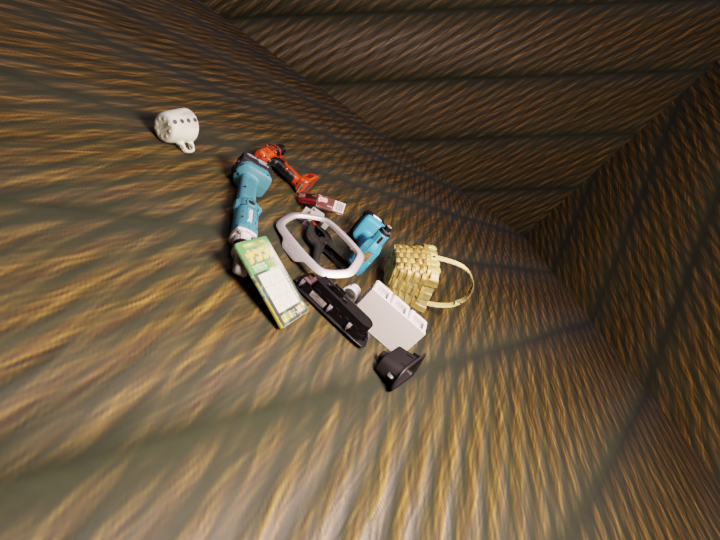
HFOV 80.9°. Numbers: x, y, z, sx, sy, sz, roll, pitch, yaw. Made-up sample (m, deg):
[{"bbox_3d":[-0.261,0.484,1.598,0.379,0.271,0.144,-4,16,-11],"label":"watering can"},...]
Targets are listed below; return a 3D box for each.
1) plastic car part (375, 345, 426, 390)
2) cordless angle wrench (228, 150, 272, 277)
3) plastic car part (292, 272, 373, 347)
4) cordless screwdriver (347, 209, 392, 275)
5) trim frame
[{"bbox_3d":[0.073,0.194,0.876,0.074,0.065,0.111,36,24,28],"label":"plastic car part"},{"bbox_3d":[-0.257,-0.134,0.955,0.094,0.075,0.439,26,31,-28],"label":"cordless angle wrench"},{"bbox_3d":[-0.048,0.073,0.904,0.206,0.067,0.065,47,19,9],"label":"plastic car part"},{"bbox_3d":[0.030,-0.100,1.177,0.073,0.160,0.252,36,24,-13],"label":"cordless screwdriver"},{"bbox_3d":[-0.101,-0.066,1.030,0.177,0.027,0.261,-17,52,-39],"label":"trim frame"}]
